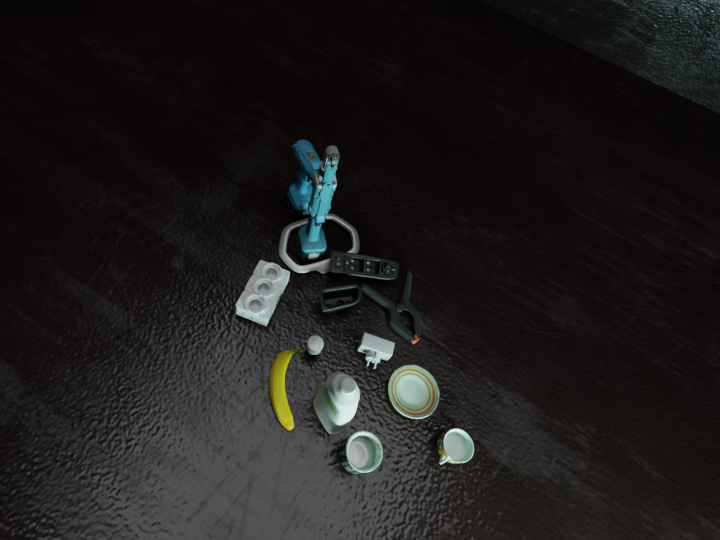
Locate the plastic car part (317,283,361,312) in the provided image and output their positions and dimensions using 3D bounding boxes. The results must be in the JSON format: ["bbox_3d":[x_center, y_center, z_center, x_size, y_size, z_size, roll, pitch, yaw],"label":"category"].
[{"bbox_3d":[-0.057,0.081,1.137,0.114,0.070,0.068,-8,63,-15],"label":"plastic car part"}]

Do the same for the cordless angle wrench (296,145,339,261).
[{"bbox_3d":[-0.104,-0.161,1.070,0.073,0.418,0.101,-3,63,-16],"label":"cordless angle wrench"}]

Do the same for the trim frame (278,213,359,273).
[{"bbox_3d":[-0.122,-0.080,1.247,0.243,0.027,0.191,-19,64,-19],"label":"trim frame"}]

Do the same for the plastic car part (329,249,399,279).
[{"bbox_3d":[0.009,-0.004,1.200,0.201,0.066,0.068,6,60,-6],"label":"plastic car part"}]

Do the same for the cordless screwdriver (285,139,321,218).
[{"bbox_3d":[-0.151,-0.233,1.205,0.072,0.246,0.165,-17,67,-22],"label":"cordless screwdriver"}]
